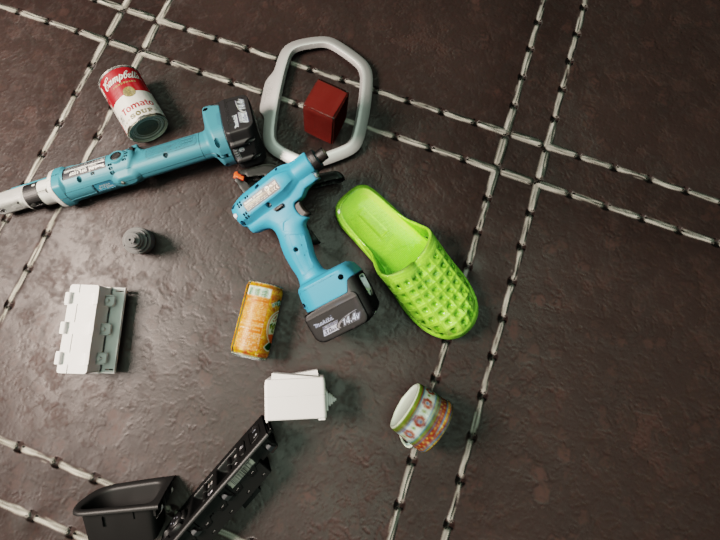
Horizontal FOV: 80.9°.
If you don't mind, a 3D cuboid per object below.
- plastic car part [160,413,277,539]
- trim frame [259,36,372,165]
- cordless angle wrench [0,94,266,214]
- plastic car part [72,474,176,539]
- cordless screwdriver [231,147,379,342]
[{"bbox_3d":[-0.180,0.292,0.560,0.202,0.069,0.065,-44,110,-11],"label":"plastic car part"},{"bbox_3d":[-0.075,-0.283,0.706,0.184,0.027,0.251,8,79,0],"label":"trim frame"},{"bbox_3d":[-0.360,-0.159,0.651,0.423,0.071,0.102,-17,57,0],"label":"cordless angle wrench"},{"bbox_3d":[-0.304,0.324,0.553,0.116,0.066,0.071,-10,94,-1],"label":"plastic car part"},{"bbox_3d":[-0.058,-0.038,0.593,0.161,0.073,0.252,-35,84,15],"label":"cordless screwdriver"}]
